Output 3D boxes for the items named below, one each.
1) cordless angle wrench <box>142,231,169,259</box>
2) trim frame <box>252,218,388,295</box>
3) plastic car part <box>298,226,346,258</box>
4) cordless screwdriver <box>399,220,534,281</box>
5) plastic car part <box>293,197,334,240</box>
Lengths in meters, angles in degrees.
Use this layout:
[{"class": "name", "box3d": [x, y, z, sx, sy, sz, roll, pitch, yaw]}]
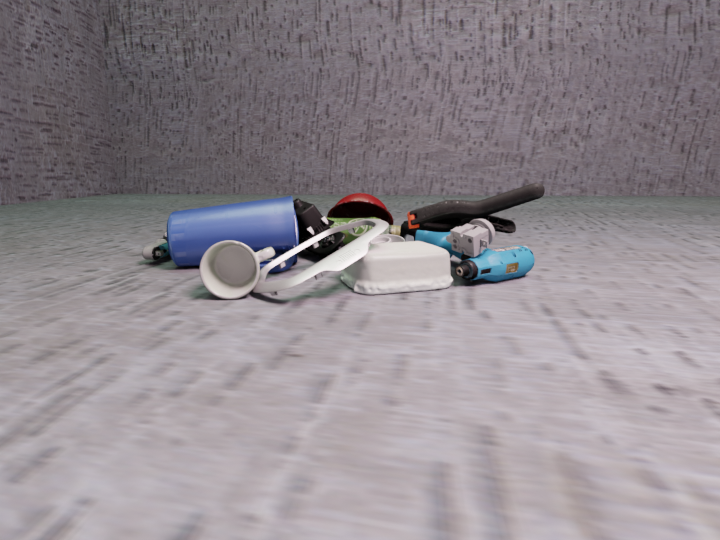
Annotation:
[{"class": "cordless angle wrench", "box3d": [-0.393, -0.090, 1.028, 0.100, 0.073, 0.422, 1, 16, 8]}, {"class": "trim frame", "box3d": [-0.065, -0.026, 0.678, 0.243, 0.027, 0.193, -32, 20, -27]}, {"class": "plastic car part", "box3d": [-0.087, -0.057, 0.893, 0.066, 0.064, 0.212, -44, 27, -15]}, {"class": "cordless screwdriver", "box3d": [0.163, -0.036, 0.778, 0.153, 0.073, 0.262, -9, 20, -31]}, {"class": "plastic car part", "box3d": [-0.117, -0.117, 0.888, 0.065, 0.068, 0.123, -37, 31, -12]}]
